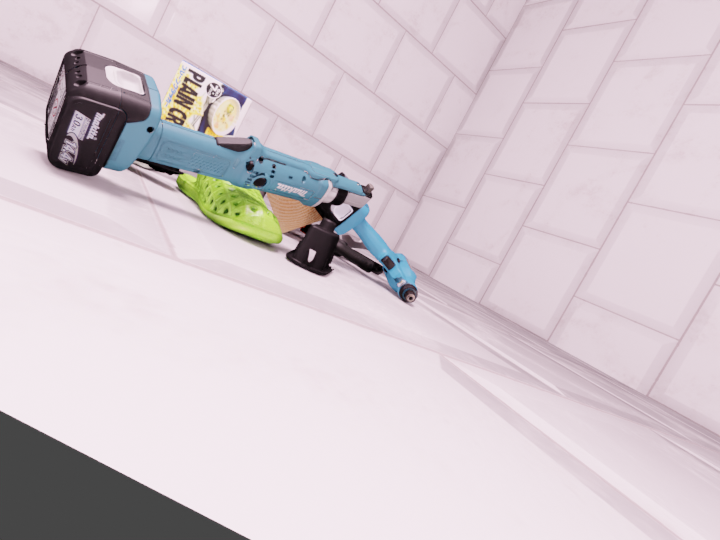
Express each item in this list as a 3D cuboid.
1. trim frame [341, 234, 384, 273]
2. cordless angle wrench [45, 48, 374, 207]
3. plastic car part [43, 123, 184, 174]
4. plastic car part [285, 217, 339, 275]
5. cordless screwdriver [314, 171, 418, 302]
[{"bbox_3d":[0.034,-0.031,1.011,0.179,0.027,0.256,32,-6,-17],"label":"trim frame"},{"bbox_3d":[-0.130,-0.128,0.514,0.401,0.099,0.077,7,49,-46],"label":"cordless angle wrench"},{"bbox_3d":[-0.349,-0.195,0.627,0.204,0.067,0.066,25,0,1],"label":"plastic car part"},{"bbox_3d":[-0.057,-0.037,0.580,0.066,0.071,0.116,27,2,0],"label":"plastic car part"},{"bbox_3d":[0.016,-0.055,0.759,0.241,0.075,0.163,49,11,-17],"label":"cordless screwdriver"}]
